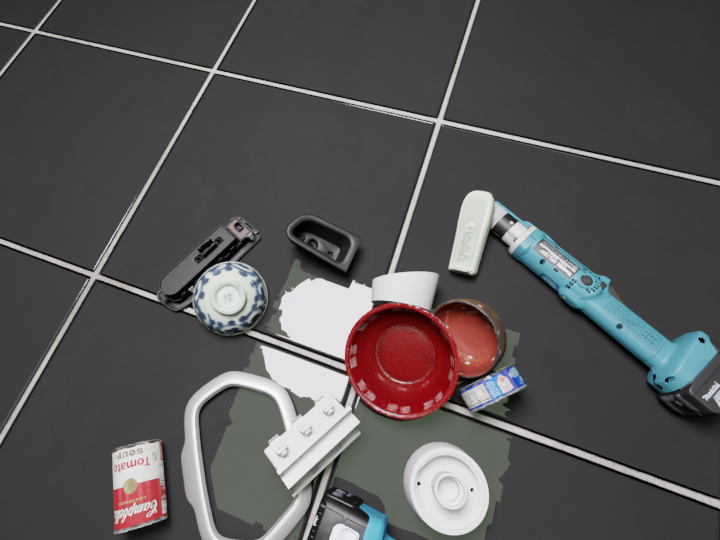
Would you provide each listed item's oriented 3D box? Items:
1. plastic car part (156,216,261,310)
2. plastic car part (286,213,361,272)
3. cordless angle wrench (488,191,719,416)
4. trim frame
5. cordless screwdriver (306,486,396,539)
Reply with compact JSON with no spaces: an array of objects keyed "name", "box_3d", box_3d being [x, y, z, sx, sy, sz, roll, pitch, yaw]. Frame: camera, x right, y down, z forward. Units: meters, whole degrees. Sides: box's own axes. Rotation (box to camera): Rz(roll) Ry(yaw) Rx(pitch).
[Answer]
[{"name":"plastic car part","box_3d":[-0.266,-0.015,0.725,0.068,0.066,0.202,41,80,9]},{"name":"plastic car part","box_3d":[-0.069,-0.045,0.709,0.116,0.071,0.066,27,71,-3]},{"name":"cordless angle wrench","box_3d":[0.335,0.024,0.644,0.097,0.072,0.440,-40,68,-11]},{"name":"trim frame","box_3d":[-0.172,0.272,0.614,0.183,0.027,0.256,-18,69,-3]},{"name":"cordless screwdriver","box_3d":[0.059,0.349,0.490,0.256,0.154,0.075,19,71,13]}]
